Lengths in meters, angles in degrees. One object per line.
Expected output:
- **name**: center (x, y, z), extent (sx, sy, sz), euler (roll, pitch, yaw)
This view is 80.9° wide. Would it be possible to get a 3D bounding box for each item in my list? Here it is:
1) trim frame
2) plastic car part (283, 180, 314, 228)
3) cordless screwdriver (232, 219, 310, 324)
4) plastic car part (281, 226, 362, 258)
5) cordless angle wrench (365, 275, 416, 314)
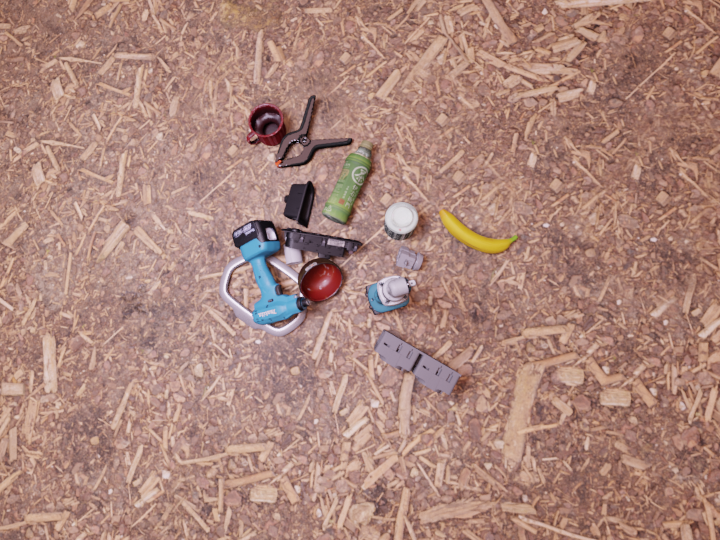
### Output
- **trim frame**: center (-0.248, 0.058, 1.087), extent (0.252, 0.027, 0.184), euler (33, 85, 8)
- **plastic car part**: center (-0.166, -0.176, 1.102), extent (0.073, 0.063, 0.117), euler (6, 79, 19)
- **cordless screwdriver**: center (-0.214, -0.002, 1.021), extent (0.164, 0.071, 0.252), euler (-20, 81, 29)
- **plastic car part**: center (-0.103, -0.067, 1.052), extent (0.200, 0.068, 0.066), euler (13, 103, -9)
- **cordless angle wrench**: center (0.061, 0.045, 0.855), extent (0.098, 0.417, 0.075), euler (-17, 84, -1)
